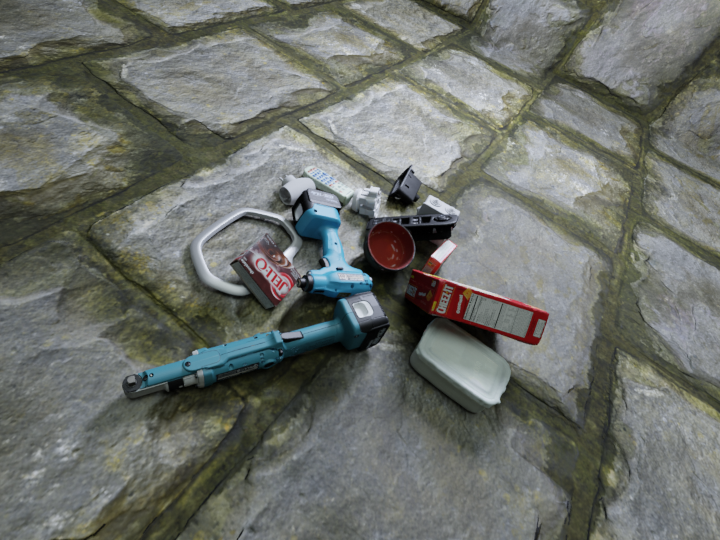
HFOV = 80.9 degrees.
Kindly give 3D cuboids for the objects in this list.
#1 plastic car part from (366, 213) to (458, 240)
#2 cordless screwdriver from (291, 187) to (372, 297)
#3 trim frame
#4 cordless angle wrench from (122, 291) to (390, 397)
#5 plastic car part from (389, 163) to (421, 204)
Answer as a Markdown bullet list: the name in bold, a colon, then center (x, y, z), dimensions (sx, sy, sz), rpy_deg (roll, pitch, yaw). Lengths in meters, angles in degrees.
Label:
- **plastic car part**: center (0.119, -0.093, 0.959), dimensions (0.208, 0.066, 0.066), rpy_deg (-6, 18, 16)
- **cordless screwdriver**: center (-0.084, -0.055, 0.861), dimensions (0.152, 0.075, 0.259), rpy_deg (4, 50, -36)
- **trim frame**: center (-0.224, -0.044, 0.849), dimensions (0.188, 0.027, 0.246), rpy_deg (31, 45, 10)
- **cordless angle wrench**: center (-0.154, 0.128, 0.684), dimensions (0.410, 0.096, 0.078), rpy_deg (-13, 57, -24)
- **plastic car part**: center (0.125, -0.212, 1.112), dimensions (0.070, 0.067, 0.117), rpy_deg (34, 48, -11)
